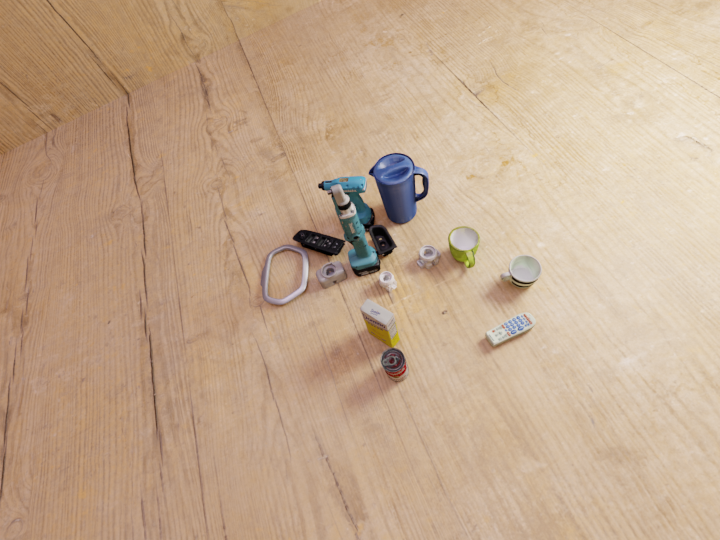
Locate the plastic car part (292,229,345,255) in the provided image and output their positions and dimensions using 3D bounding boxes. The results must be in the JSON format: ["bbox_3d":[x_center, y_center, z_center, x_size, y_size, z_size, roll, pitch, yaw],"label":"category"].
[{"bbox_3d":[-0.147,-0.096,1.506,0.213,0.064,0.066,20,67,27],"label":"plastic car part"}]

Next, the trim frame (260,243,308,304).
[{"bbox_3d":[-0.272,0.011,1.503,0.187,0.026,0.256,-10,57,12],"label":"trim frame"}]

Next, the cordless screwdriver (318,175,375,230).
[{"bbox_3d":[-0.041,-0.230,1.449,0.164,0.237,0.076,2,60,16],"label":"cordless screwdriver"}]

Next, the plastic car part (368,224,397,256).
[{"bbox_3d":[0.075,-0.095,1.432,0.066,0.067,0.122,-24,56,1],"label":"plastic car part"}]

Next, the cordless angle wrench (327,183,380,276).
[{"bbox_3d":[-0.021,-0.118,1.272,0.099,0.403,0.077,-16,57,5],"label":"cordless angle wrench"}]
